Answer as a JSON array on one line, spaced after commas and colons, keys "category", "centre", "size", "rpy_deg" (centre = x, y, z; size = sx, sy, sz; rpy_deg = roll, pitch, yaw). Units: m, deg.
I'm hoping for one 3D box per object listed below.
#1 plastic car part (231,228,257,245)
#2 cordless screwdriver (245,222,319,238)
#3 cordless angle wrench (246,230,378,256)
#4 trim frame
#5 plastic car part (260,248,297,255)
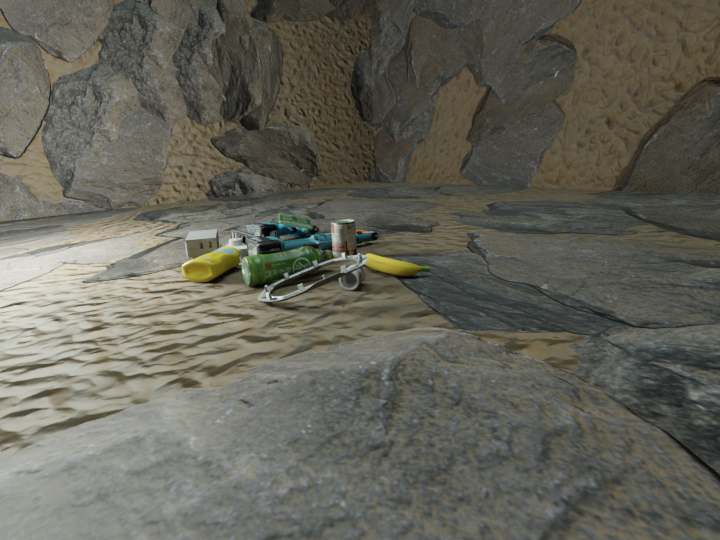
[{"category": "plastic car part", "centre": [-0.326, -0.079, 1.277], "size": [0.064, 0.066, 0.214], "rpy_deg": [5, 7, -39]}, {"category": "cordless screwdriver", "centre": [-0.261, -0.129, 1.422], "size": [0.166, 0.073, 0.241], "rpy_deg": [6, 14, 28]}, {"category": "cordless angle wrench", "centre": [-0.120, -0.078, 1.227], "size": [0.407, 0.073, 0.103], "rpy_deg": [-11, 17, -34]}, {"category": "trim frame", "centre": [-0.100, 0.010, 0.891], "size": [0.244, 0.027, 0.191], "rpy_deg": [-22, 16, -18]}, {"category": "plastic car part", "centre": [-0.203, -0.020, 1.066], "size": [0.112, 0.066, 0.074], "rpy_deg": [-8, 1, -31]}]
